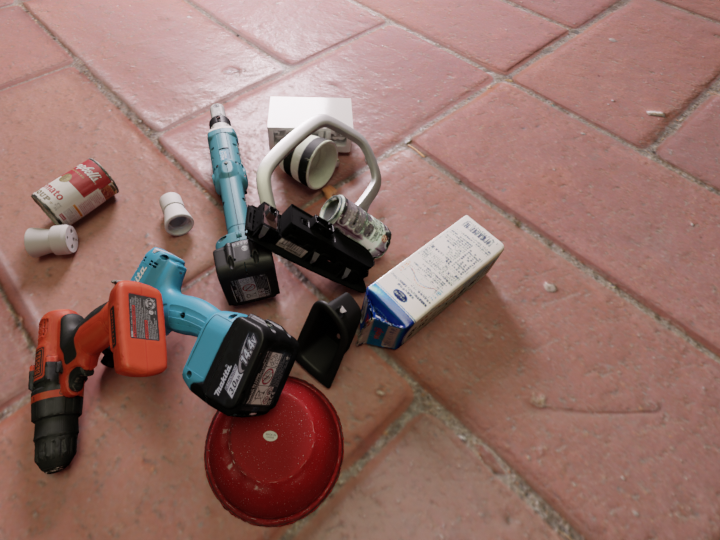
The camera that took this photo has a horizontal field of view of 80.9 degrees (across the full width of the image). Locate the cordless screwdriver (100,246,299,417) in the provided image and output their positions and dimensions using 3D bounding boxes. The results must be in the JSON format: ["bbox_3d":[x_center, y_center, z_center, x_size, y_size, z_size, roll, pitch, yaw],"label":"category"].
[{"bbox_3d":[-0.202,0.085,0.486,0.262,0.070,0.159,24,83,31],"label":"cordless screwdriver"}]

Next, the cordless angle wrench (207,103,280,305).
[{"bbox_3d":[-0.209,-0.145,0.679,0.073,0.095,0.442,-14,54,-11],"label":"cordless angle wrench"}]

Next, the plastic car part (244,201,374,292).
[{"bbox_3d":[-0.056,-0.036,0.569,0.193,0.068,0.069,33,25,-31],"label":"plastic car part"}]

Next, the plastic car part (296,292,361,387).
[{"bbox_3d":[-0.031,0.075,0.526,0.068,0.115,0.069,36,36,17],"label":"plastic car part"}]

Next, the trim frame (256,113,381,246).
[{"bbox_3d":[-0.056,-0.130,0.644,0.178,0.028,0.247,49,57,-18],"label":"trim frame"}]
